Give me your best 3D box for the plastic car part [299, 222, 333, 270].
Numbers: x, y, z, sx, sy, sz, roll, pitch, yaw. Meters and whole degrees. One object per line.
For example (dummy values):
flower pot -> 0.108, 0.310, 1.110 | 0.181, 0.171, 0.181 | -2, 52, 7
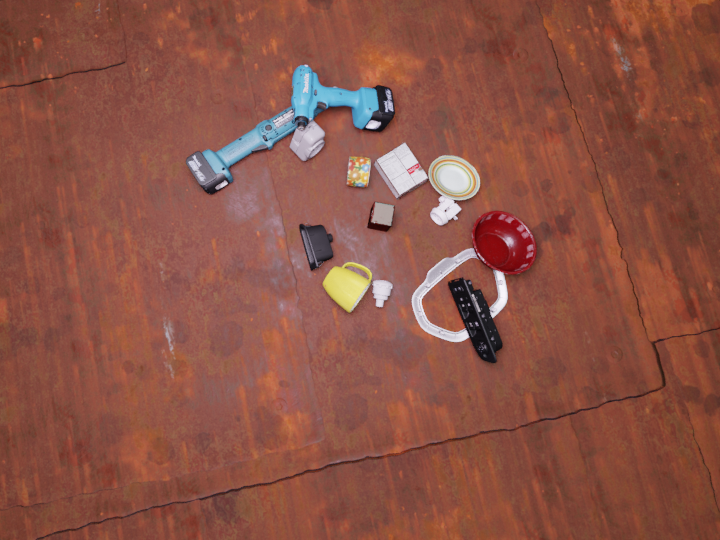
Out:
plastic car part -> -0.100, -0.066, 1.025 | 0.069, 0.067, 0.118 | -11, 81, -19

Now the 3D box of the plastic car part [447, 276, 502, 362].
plastic car part -> 0.273, 0.111, 0.981 | 0.065, 0.068, 0.205 | -13, 81, -30

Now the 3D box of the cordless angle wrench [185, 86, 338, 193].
cordless angle wrench -> -0.227, -0.341, 1.051 | 0.421, 0.074, 0.099 | -34, 87, -7

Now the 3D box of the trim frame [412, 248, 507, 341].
trim frame -> 0.242, 0.058, 1.023 | 0.248, 0.027, 0.186 | -38, 84, -3

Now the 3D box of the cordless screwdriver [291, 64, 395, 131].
cordless screwdriver -> -0.044, -0.384, 1.005 | 0.241, 0.075, 0.162 | 7, 71, -19
